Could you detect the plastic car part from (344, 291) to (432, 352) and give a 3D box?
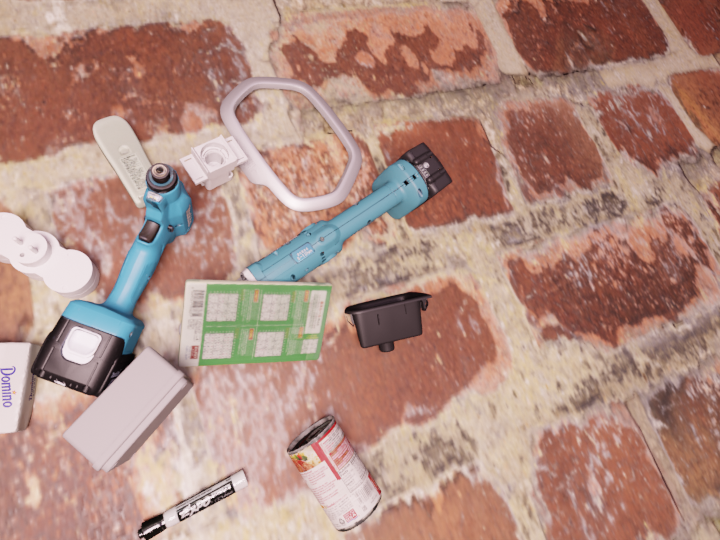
[{"bbox_3d":[0.037,0.073,0.580,0.114,0.067,0.071,-14,92,-16],"label":"plastic car part"}]

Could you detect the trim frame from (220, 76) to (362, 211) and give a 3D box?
[{"bbox_3d":[-0.106,-0.200,0.653,0.181,0.028,0.251,-35,84,-24],"label":"trim frame"}]

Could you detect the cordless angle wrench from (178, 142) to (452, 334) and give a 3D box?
[{"bbox_3d":[-0.056,-0.037,0.575,0.417,0.099,0.075,-36,90,-19],"label":"cordless angle wrench"}]

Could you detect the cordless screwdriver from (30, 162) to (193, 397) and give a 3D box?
[{"bbox_3d":[-0.258,0.005,0.468,0.073,0.160,0.251,23,69,-11],"label":"cordless screwdriver"}]
